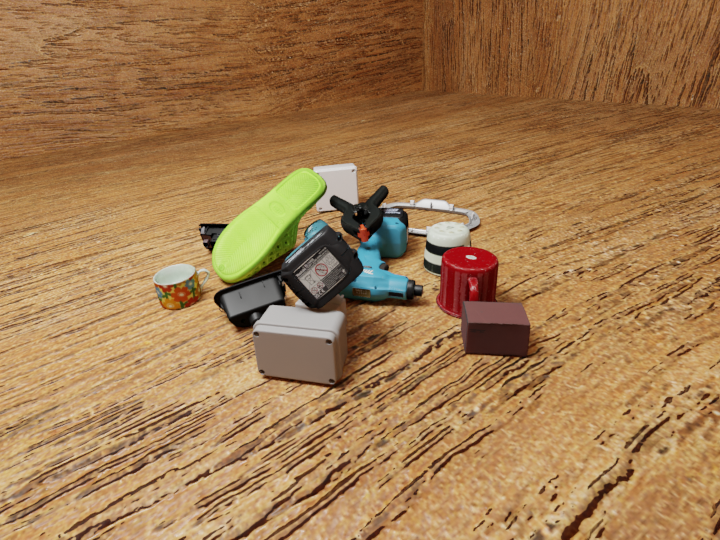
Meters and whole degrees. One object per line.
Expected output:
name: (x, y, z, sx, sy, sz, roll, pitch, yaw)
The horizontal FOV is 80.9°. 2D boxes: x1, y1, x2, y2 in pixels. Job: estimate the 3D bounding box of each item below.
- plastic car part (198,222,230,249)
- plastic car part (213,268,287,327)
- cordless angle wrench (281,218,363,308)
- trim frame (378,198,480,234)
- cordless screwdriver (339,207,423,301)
plastic car part: (-0.245, -0.060, 0.882, 0.206, 0.064, 0.068, 0, 37, 10)
plastic car part: (-0.164, 0.056, 0.666, 0.114, 0.064, 0.075, -20, 45, -20)
cordless angle wrench: (-0.072, -0.047, 0.738, 0.098, 0.073, 0.431, -41, 14, 4)
trim frame: (0.143, -0.126, 0.970, 0.260, 0.027, 0.181, 9, 31, 28)
cordless screwdriver: (0.046, -0.030, 0.767, 0.164, 0.072, 0.249, 5, 34, 17)
